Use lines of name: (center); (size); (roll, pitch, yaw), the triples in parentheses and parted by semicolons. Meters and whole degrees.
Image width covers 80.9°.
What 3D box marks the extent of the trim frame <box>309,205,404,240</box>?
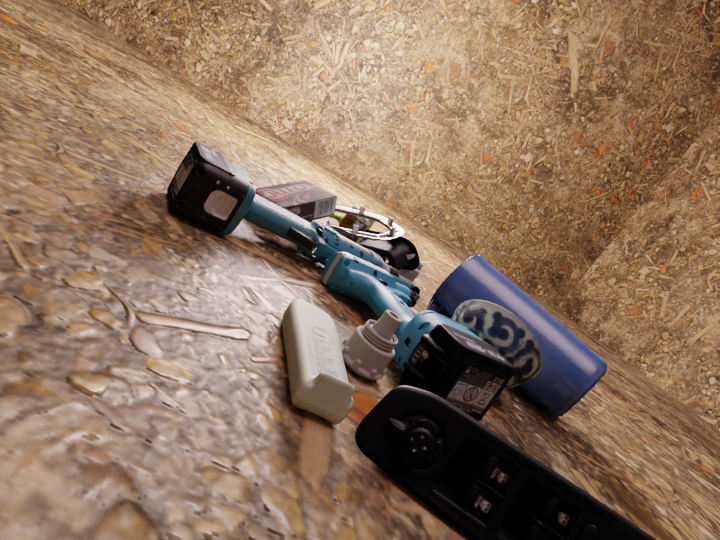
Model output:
trim frame: (-0.044, -0.097, 0.758); (0.253, 0.027, 0.184); (15, 22, 8)

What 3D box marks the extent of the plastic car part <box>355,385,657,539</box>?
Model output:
plastic car part: (0.092, 0.146, 0.293); (0.203, 0.066, 0.067); (33, 3, 1)

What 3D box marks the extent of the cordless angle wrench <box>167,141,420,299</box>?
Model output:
cordless angle wrench: (-0.059, -0.039, 0.603); (0.401, 0.074, 0.103); (26, 15, -34)

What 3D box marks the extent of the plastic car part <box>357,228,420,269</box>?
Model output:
plastic car part: (0.036, -0.028, 0.743); (0.123, 0.065, 0.068); (15, 25, 43)

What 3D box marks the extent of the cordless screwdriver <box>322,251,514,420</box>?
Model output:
cordless screwdriver: (0.067, 0.066, 0.506); (0.151, 0.074, 0.262); (24, 12, -36)
